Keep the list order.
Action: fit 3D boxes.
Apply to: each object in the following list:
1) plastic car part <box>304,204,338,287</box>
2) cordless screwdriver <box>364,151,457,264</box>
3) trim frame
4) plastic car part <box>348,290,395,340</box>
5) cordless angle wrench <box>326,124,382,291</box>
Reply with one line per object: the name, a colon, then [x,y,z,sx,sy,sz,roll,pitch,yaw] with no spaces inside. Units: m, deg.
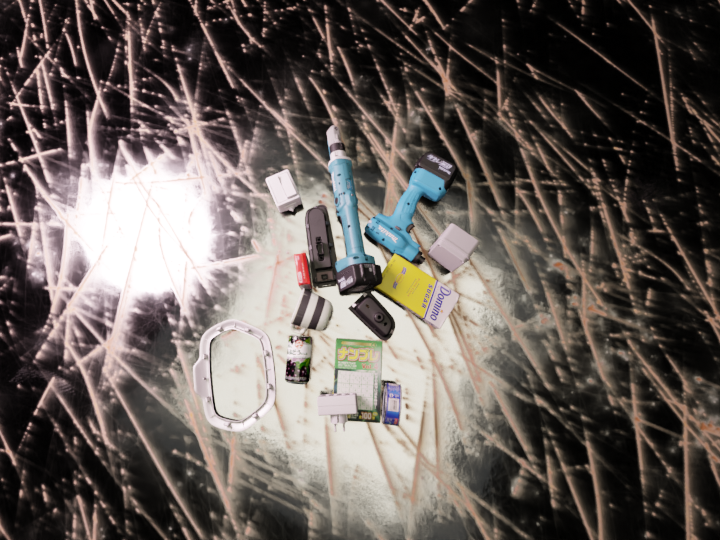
plastic car part: [-0.099,-0.065,1.011,0.067,0.065,0.207,-11,75,9]
cordless screwdriver: [0.143,-0.146,1.009,0.162,0.073,0.248,36,86,9]
trim frame: [-0.290,0.238,0.971,0.185,0.027,0.252,-8,79,2]
plastic car part: [0.035,0.103,0.959,0.066,0.069,0.120,-43,77,-7]
cordless angle wrench: [-0.035,-0.163,1.013,0.071,0.100,0.432,1,70,-30]
